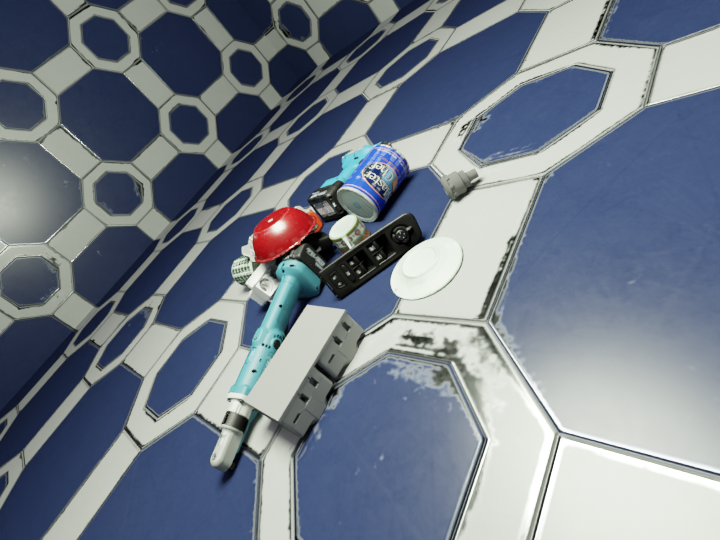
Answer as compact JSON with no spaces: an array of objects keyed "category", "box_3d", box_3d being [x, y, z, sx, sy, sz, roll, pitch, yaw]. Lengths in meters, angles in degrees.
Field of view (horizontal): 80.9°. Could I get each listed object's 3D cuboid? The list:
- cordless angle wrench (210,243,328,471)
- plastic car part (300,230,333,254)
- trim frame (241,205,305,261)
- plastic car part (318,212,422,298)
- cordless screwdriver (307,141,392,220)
[{"category":"cordless angle wrench","box_3d":[-0.167,0.136,0.768,0.077,0.093,0.428,-15,43,37]},{"category":"plastic car part","box_3d":[-0.092,-0.060,0.945,0.070,0.065,0.120,-26,14,-13]},{"category":"trim frame","box_3d":[-0.214,-0.096,1.045,0.184,0.026,0.259,-36,28,1]},{"category":"plastic car part","box_3d":[0.023,-0.031,0.781,0.205,0.066,0.066,-35,3,17]},{"category":"cordless screwdriver","box_3d":[-0.021,-0.241,1.089,0.166,0.071,0.249,-11,39,44]}]
